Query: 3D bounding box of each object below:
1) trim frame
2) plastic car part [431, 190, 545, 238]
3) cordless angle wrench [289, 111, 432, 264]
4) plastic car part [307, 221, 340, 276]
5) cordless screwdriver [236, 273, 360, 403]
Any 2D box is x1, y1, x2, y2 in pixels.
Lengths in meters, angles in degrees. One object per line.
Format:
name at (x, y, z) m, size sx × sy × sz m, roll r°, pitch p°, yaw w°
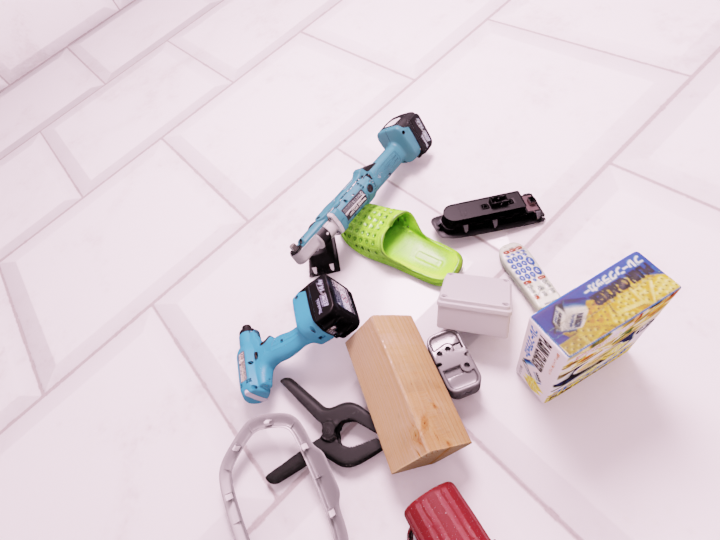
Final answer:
trim frame at (-0.120, 0.344, 0.638) m, size 0.185 × 0.026 × 0.259 m, roll -30°, pitch 64°, yaw 4°
plastic car part at (0.239, -0.107, 0.795) m, size 0.205 × 0.064 × 0.068 m, roll -13°, pitch 62°, yaw 6°
cordless angle wrench at (0.001, -0.164, 0.847) m, size 0.078 × 0.094 × 0.420 m, roll 0°, pitch 44°, yaw 51°
plastic car part at (-0.085, -0.056, 0.869) m, size 0.067 × 0.068 × 0.120 m, roll -12°, pitch 60°, yaw 7°
cordless screwdriver at (-0.127, 0.102, 0.748) m, size 0.251 × 0.070 × 0.167 m, roll -40°, pitch 42°, yaw 16°
